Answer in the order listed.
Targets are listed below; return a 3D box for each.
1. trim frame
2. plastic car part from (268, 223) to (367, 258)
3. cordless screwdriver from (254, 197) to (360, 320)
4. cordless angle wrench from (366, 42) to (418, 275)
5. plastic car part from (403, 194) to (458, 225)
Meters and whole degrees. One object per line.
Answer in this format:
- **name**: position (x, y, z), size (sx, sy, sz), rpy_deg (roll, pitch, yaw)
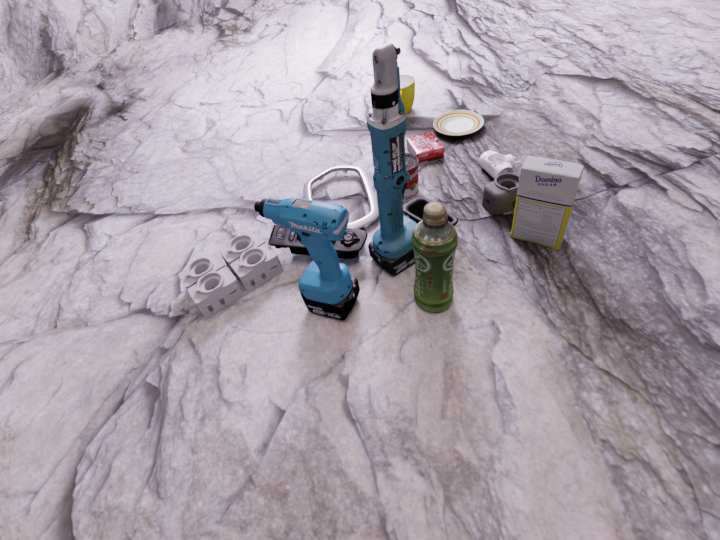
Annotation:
- **trim frame**: position (-0.044, -0.177, 1.014), size (0.184, 0.026, 0.259), rpy_deg (-14, 46, 0)
- **plastic car part**: position (-0.087, -0.057, 0.886), size (0.208, 0.064, 0.067), rpy_deg (3, 48, 16)
- **cordless screwdriver**: position (-0.088, -0.024, 0.735), size (0.166, 0.238, 0.074), rpy_deg (14, 51, 22)
- **cordless angle wrench**: position (0.052, -0.164, 0.717), size (0.096, 0.406, 0.078), rpy_deg (-30, 49, -19)
- **plastic car part**: position (0.142, -0.094, 0.865), size (0.065, 0.068, 0.123), rpy_deg (-31, 49, -18)
